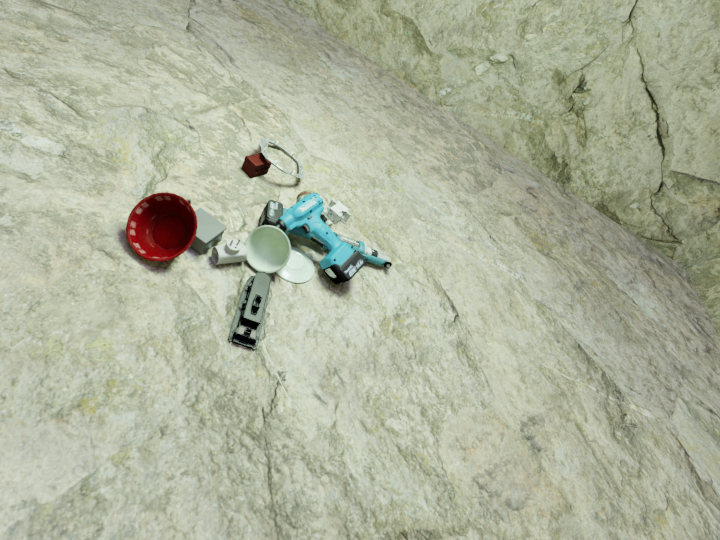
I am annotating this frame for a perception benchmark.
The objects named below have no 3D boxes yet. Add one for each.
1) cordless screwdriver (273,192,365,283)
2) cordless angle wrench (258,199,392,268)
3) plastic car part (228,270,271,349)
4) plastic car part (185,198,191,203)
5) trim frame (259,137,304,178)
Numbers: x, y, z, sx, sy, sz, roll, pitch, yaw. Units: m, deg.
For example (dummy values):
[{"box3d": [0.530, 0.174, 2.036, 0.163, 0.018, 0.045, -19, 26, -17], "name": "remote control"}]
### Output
[{"box3d": [-0.111, -0.073, 1.135, 0.157, 0.076, 0.246, -39, 96, -29], "name": "cordless screwdriver"}, {"box3d": [-0.089, -0.087, 1.236, 0.408, 0.074, 0.101, 19, 41, -20], "name": "cordless angle wrench"}, {"box3d": [-0.244, 0.075, 0.968, 0.065, 0.066, 0.209, 15, 39, -13], "name": "plastic car part"}, {"box3d": [-0.493, -0.159, 1.055, 0.112, 0.065, 0.075, -8, 40, -36], "name": "plastic car part"}, {"box3d": [-0.262, -0.382, 1.417, 0.177, 0.028, 0.257, 29, 25, -23], "name": "trim frame"}]
